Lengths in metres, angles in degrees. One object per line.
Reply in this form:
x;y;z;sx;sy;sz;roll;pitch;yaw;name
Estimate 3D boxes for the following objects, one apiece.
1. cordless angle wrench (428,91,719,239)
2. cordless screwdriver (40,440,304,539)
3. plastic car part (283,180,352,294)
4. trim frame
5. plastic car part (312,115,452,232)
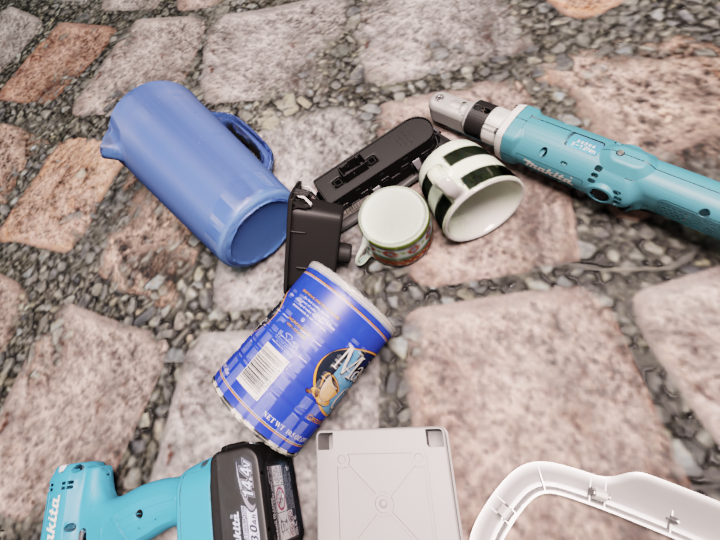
0.238;-0.088;0.392;0.445;0.093;0.074;37;83;31;cordless angle wrench
-0.176;0.243;0.369;0.253;0.071;0.164;-15;63;13;cordless screwdriver
-0.044;-0.029;0.450;0.071;0.114;0.067;5;25;3;plastic car part
0.201;0.240;0.281;0.259;0.026;0.185;16;70;24;trim frame
0.011;-0.114;0.489;0.202;0.064;0.070;-32;55;-3;plastic car part
